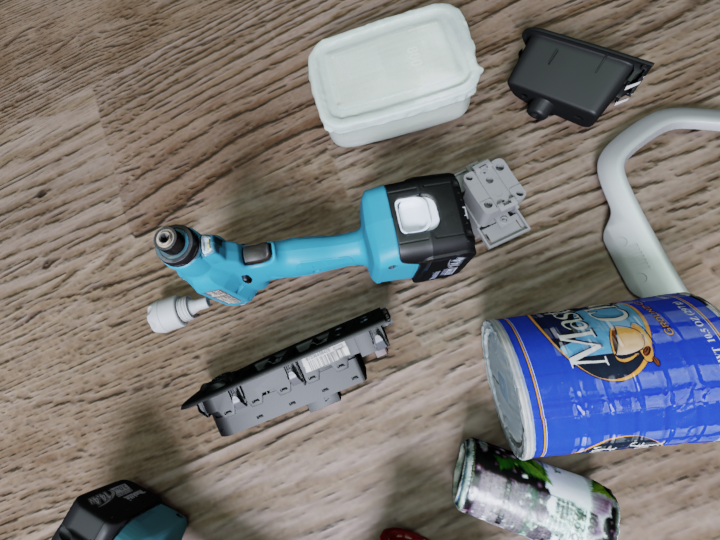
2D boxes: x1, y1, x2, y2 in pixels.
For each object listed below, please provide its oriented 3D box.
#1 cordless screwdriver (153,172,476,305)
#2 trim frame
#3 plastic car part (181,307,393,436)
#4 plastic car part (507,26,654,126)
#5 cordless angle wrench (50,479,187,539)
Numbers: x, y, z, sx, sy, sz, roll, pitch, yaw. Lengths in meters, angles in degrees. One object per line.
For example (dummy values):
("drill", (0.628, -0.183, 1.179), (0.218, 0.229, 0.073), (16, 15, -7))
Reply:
("cordless screwdriver", (-0.035, -0.023, 0.363), (0.251, 0.154, 0.076), (-11, 75, 6))
("trim frame", (0.315, -0.034, 0.360), (0.185, 0.027, 0.255), (-19, 73, 5))
("plastic car part", (-0.061, 0.097, 0.387), (0.204, 0.067, 0.066), (-20, 99, 4))
("plastic car part", (0.198, -0.180, 0.414), (0.121, 0.063, 0.071), (30, 96, 20))
("cordless angle wrench", (-0.044, 0.298, 0.308), (0.434, 0.095, 0.074), (22, 77, 14))
